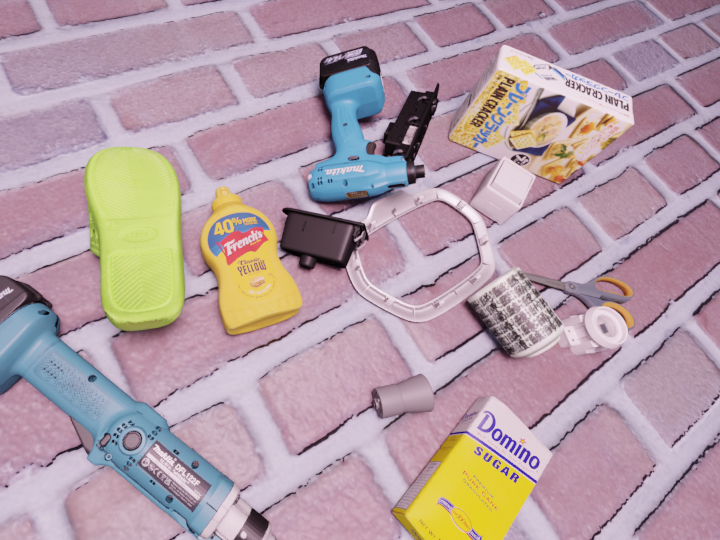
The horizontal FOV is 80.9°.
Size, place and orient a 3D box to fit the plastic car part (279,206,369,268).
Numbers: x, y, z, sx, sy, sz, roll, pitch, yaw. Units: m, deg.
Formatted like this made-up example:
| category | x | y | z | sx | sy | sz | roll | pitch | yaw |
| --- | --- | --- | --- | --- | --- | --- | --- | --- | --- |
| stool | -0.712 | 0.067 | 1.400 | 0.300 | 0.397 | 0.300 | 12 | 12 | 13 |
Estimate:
| category | x | y | z | sx | sy | sz | roll | pitch | yaw |
| --- | --- | --- | --- | --- | --- | --- | --- | --- | --- |
| plastic car part | -0.055 | -0.036 | 0.558 | 0.120 | 0.064 | 0.071 | 11 | 76 | 13 |

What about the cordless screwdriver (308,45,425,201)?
| category | x | y | z | sx | sy | sz | roll | pitch | yaw |
| --- | --- | --- | --- | --- | --- | --- | --- | --- | --- |
| cordless screwdriver | 0.009 | -0.219 | 0.628 | 0.163 | 0.071 | 0.254 | -6 | 64 | 15 |

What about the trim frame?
| category | x | y | z | sx | sy | sz | roll | pitch | yaw |
| --- | --- | --- | --- | --- | --- | --- | --- | --- | --- |
| trim frame | 0.090 | -0.034 | 0.610 | 0.244 | 0.027 | 0.190 | -29 | 72 | -22 |

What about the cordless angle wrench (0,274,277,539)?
| category | x | y | z | sx | sy | sz | roll | pitch | yaw |
| --- | --- | --- | --- | --- | --- | --- | --- | --- | --- |
| cordless angle wrench | -0.223 | 0.168 | 0.416 | 0.427 | 0.074 | 0.097 | 37 | 62 | 4 |

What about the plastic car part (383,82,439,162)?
| category | x | y | z | sx | sy | sz | roll | pitch | yaw |
| --- | --- | --- | --- | --- | --- | --- | --- | --- | --- |
| plastic car part | 0.081 | -0.231 | 0.692 | 0.070 | 0.063 | 0.203 | 17 | 60 | 21 |
